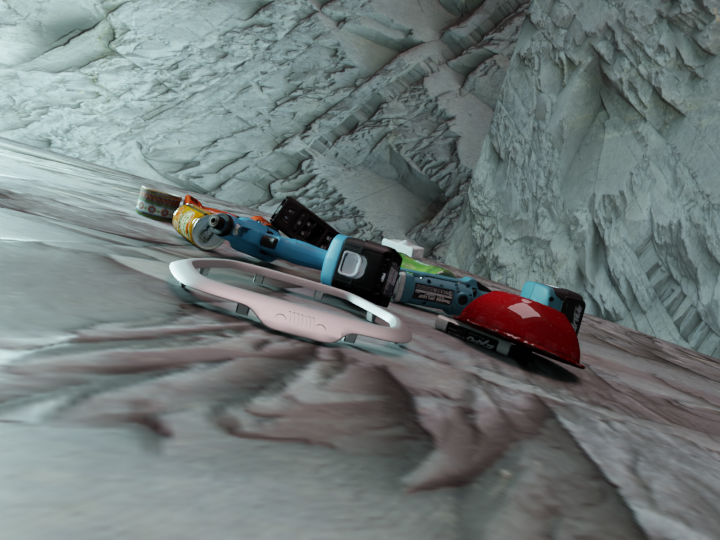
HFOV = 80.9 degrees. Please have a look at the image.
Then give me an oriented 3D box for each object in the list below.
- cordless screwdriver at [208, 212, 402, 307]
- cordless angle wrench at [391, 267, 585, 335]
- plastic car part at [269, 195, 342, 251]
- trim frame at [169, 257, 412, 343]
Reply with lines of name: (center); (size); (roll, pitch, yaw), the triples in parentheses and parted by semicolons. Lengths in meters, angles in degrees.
cordless screwdriver: (-0.077, -0.025, 0.576); (0.260, 0.074, 0.152); (16, -5, 25)
cordless angle wrench: (0.159, 0.041, 0.698); (0.415, 0.097, 0.076); (11, 6, -11)
plastic car part: (-0.078, -0.051, 0.801); (0.201, 0.066, 0.068); (35, -25, -5)
trim frame: (-0.067, 0.029, 0.425); (0.244, 0.027, 0.188); (18, 5, -12)
